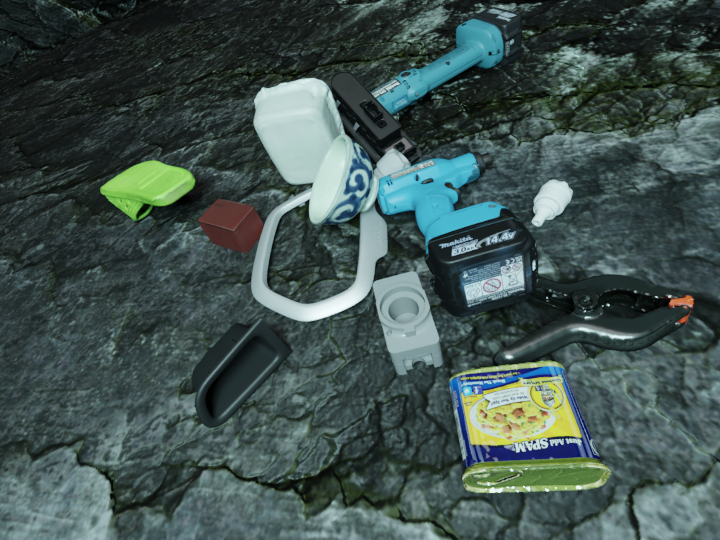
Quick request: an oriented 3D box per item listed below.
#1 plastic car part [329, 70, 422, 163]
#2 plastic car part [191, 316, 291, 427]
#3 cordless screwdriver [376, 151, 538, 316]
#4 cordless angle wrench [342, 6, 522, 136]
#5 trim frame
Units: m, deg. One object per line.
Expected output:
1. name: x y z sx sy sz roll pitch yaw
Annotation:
1. plastic car part: 0.008 -0.243 0.663 0.066 0.064 0.211 -37 66 1
2. plastic car part: -0.148 0.105 0.474 0.116 0.063 0.075 -46 36 -16
3. cordless screwdriver: 0.120 -0.067 0.489 0.160 0.071 0.259 -21 36 1
4. cordless angle wrench: 0.084 -0.321 0.741 0.421 0.071 0.103 -32 48 -4
5. trim frame: -0.056 -0.037 0.577 0.188 0.026 0.255 -10 47 14
